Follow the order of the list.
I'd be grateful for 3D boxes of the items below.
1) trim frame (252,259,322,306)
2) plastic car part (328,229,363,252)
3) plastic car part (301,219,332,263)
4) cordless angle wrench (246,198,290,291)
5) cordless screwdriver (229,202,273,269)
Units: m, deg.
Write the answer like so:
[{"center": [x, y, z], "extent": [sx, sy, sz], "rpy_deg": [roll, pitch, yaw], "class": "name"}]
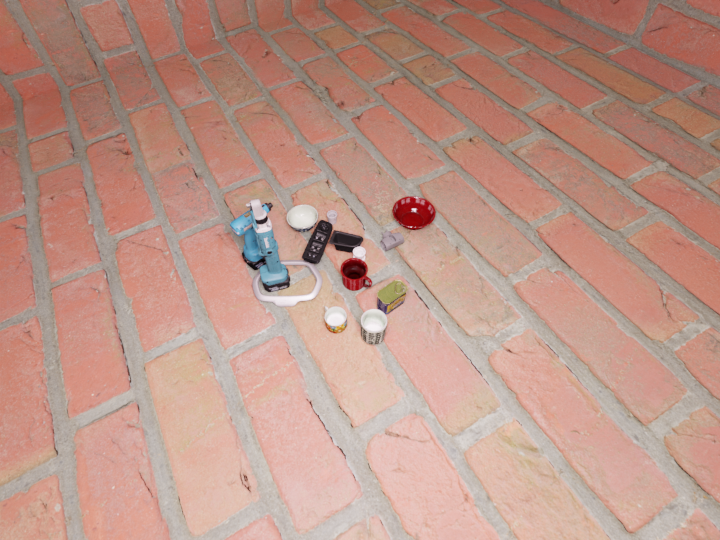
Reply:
[{"center": [-0.257, 0.041, 1.482], "extent": [0.250, 0.026, 0.190], "rpy_deg": [-2, 54, 3], "class": "trim frame"}, {"center": [-0.050, -0.095, 1.539], "extent": [0.119, 0.068, 0.066], "rpy_deg": [14, 56, 12], "class": "plastic car part"}, {"center": [-0.152, -0.099, 1.552], "extent": [0.068, 0.065, 0.205], "rpy_deg": [11, 56, 10], "class": "plastic car part"}, {"center": [-0.293, -0.075, 1.332], "extent": [0.097, 0.409, 0.077], "rpy_deg": [-12, 56, -9], "class": "cordless angle wrench"}, {"center": [-0.357, -0.122, 1.474], "extent": [0.157, 0.241, 0.078], "rpy_deg": [-39, 64, -23], "class": "cordless screwdriver"}]
